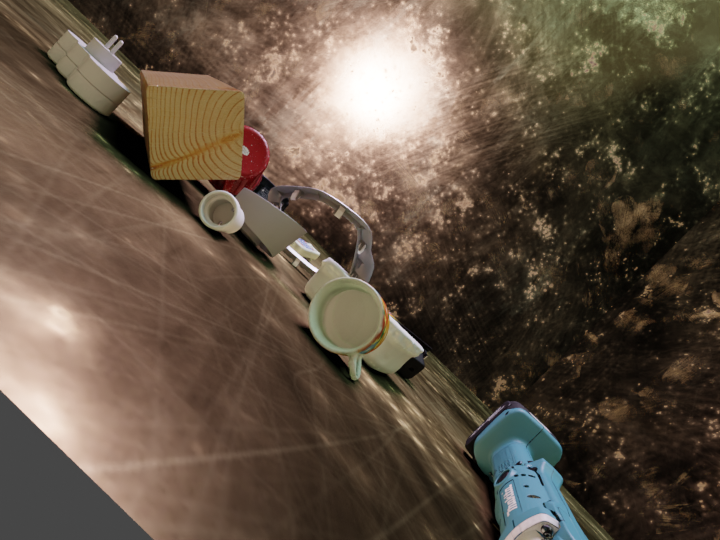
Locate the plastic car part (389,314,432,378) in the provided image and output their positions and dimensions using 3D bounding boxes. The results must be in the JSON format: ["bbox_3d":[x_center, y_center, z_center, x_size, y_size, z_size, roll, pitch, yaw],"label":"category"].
[{"bbox_3d":[0.060,0.131,0.686,0.113,0.066,0.073,41,17,-19],"label":"plastic car part"}]

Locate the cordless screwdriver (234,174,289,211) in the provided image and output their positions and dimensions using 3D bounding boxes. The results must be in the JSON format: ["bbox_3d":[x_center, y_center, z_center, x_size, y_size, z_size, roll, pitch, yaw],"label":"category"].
[{"bbox_3d":[-0.227,-0.164,0.808,0.263,0.074,0.150,40,-2,38],"label":"cordless screwdriver"}]

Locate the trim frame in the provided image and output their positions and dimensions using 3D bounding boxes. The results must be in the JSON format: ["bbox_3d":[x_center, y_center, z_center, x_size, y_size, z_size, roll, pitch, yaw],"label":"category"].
[{"bbox_3d":[-0.063,-0.041,0.639,0.188,0.027,0.244,28,-30,8],"label":"trim frame"}]

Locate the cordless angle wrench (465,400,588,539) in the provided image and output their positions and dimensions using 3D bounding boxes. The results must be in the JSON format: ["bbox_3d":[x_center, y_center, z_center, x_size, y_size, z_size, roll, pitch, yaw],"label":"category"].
[{"bbox_3d":[0.148,0.202,0.370,0.077,0.098,0.408,45,5,15],"label":"cordless angle wrench"}]
